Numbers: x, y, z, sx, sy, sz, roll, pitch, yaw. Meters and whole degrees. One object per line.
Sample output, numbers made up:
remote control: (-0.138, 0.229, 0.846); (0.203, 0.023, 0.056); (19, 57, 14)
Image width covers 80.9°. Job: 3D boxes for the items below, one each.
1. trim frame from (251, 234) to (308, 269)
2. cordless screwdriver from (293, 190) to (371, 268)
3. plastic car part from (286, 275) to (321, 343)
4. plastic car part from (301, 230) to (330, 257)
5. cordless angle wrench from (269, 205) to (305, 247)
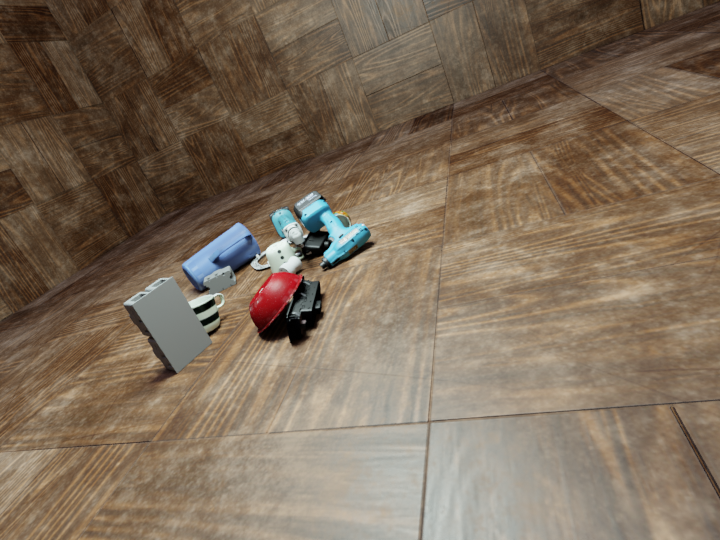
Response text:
trim frame: (-0.246, -0.067, 1.370); (0.252, 0.027, 0.187); (-21, 23, 13)
cordless screwdriver: (-0.104, -0.113, 1.184); (0.158, 0.070, 0.263); (-40, 50, -10)
plastic car part: (-0.117, 0.070, 0.914); (0.067, 0.064, 0.207); (-12, 24, 4)
plastic car part: (-0.122, -0.080, 1.246); (0.073, 0.064, 0.117); (-1, 33, 16)
cordless angle wrench: (-0.222, -0.132, 1.318); (0.074, 0.095, 0.437); (-27, 19, -8)
